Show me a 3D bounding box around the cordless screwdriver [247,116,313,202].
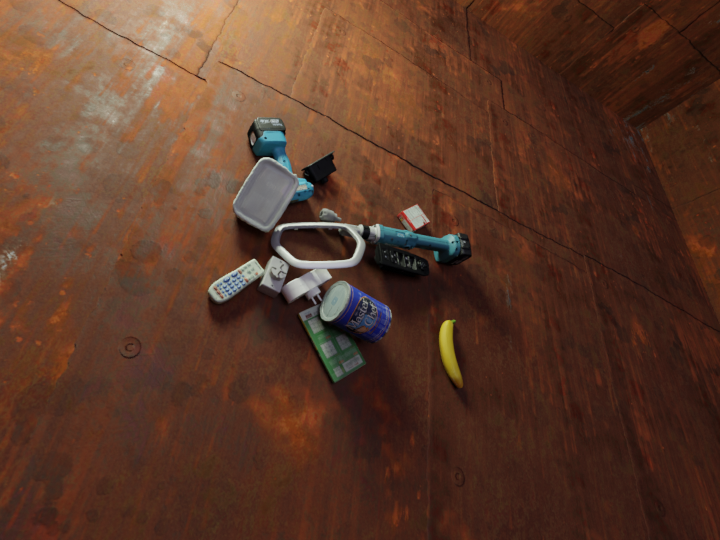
[{"bbox_3d":[-0.241,-0.293,1.149,0.154,0.075,0.253,-17,76,-36],"label":"cordless screwdriver"}]

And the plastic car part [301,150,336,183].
[{"bbox_3d":[-0.115,-0.291,1.235,0.115,0.068,0.069,-45,106,-37],"label":"plastic car part"}]

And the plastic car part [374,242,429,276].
[{"bbox_3d":[0.113,-0.017,1.194,0.194,0.068,0.069,12,51,-31],"label":"plastic car part"}]

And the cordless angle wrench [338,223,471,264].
[{"bbox_3d":[0.132,-0.089,1.239,0.407,0.099,0.076,8,64,-23],"label":"cordless angle wrench"}]

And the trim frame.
[{"bbox_3d":[-0.106,-0.069,1.080,0.242,0.027,0.193,-4,46,-16],"label":"trim frame"}]
